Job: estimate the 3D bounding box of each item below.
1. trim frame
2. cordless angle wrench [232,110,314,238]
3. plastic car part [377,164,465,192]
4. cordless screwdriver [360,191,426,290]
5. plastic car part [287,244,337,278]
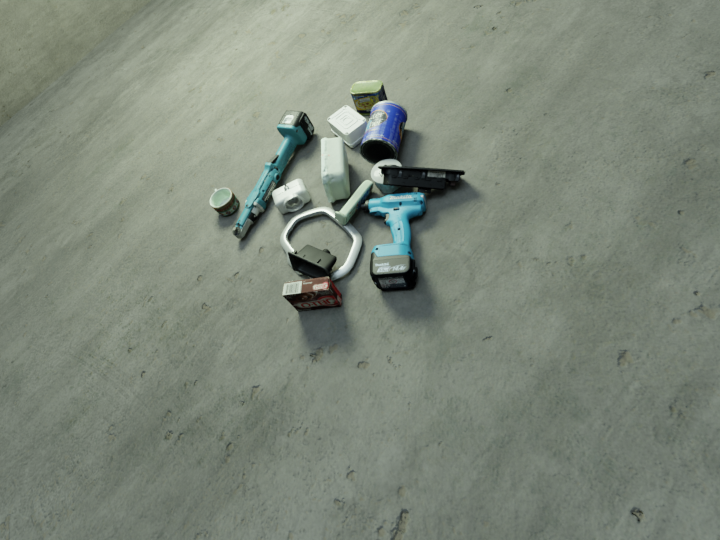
[{"bbox_3d":[-0.105,-0.069,1.074,0.183,0.026,0.262,-42,56,-7],"label":"trim frame"},{"bbox_3d":[-0.262,-0.278,1.236,0.078,0.093,0.425,14,71,27],"label":"cordless angle wrench"},{"bbox_3d":[0.139,-0.223,1.021,0.204,0.067,0.066,9,103,2],"label":"plastic car part"},{"bbox_3d":[0.063,-0.077,0.983,0.165,0.070,0.253,-2,56,21],"label":"cordless screwdriver"},{"bbox_3d":[-0.104,-0.024,1.005,0.122,0.063,0.071,18,54,26],"label":"plastic car part"}]
